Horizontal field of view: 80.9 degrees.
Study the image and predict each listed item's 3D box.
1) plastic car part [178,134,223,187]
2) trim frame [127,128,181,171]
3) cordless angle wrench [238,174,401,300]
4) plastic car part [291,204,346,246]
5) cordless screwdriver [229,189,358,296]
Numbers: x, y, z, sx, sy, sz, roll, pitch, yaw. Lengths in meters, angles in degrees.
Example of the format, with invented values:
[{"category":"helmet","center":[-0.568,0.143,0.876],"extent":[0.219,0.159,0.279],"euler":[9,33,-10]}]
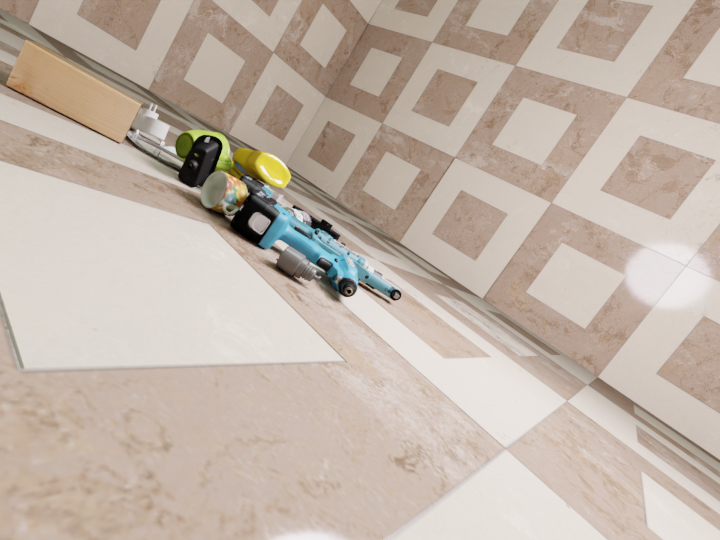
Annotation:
[{"category":"plastic car part","center":[-0.329,-0.214,0.849],"extent":[0.065,0.117,0.072],"euler":[32,33,-9]},{"category":"trim frame","center":[-0.433,-0.264,0.995],"extent":[0.240,0.027,0.191],"euler":[26,10,-21]},{"category":"cordless angle wrench","center":[-0.089,-0.058,0.909],"extent":[0.419,0.074,0.099],"euler":[33,9,-5]},{"category":"plastic car part","center":[-0.117,-0.107,1.092],"extent":[0.207,0.067,0.065],"euler":[31,16,10]},{"category":"cordless screwdriver","center":[-0.109,-0.042,0.751],"extent":[0.244,0.074,0.162],"euler":[34,9,-11]}]
